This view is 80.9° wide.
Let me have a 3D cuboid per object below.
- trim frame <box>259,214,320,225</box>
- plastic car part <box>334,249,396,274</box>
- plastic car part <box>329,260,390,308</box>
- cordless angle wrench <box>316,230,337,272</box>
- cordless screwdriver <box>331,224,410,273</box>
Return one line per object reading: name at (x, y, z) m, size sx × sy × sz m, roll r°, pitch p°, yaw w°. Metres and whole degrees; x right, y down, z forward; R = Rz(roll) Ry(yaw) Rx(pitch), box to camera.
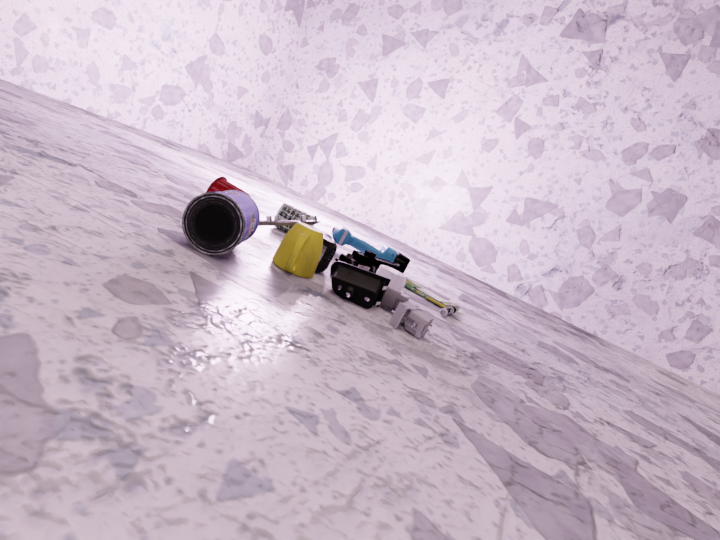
trim frame at (-0.203, -0.113, 0.945) m, size 0.260 × 0.027 × 0.178 m, roll 5°, pitch 11°, yaw 28°
plastic car part at (0.027, -0.017, 1.160) m, size 0.192 × 0.067 × 0.070 m, roll 21°, pitch 2°, yaw -37°
plastic car part at (-0.010, 0.034, 0.800) m, size 0.117 × 0.065 × 0.071 m, roll 21°, pitch 23°, yaw 2°
cordless angle wrench at (-0.107, -0.070, 1.092) m, size 0.098 × 0.074 × 0.424 m, roll 27°, pitch 7°, yaw -4°
cordless screwdriver at (0.022, -0.069, 1.309) m, size 0.244 × 0.074 × 0.163 m, roll 28°, pitch 8°, yaw -11°
